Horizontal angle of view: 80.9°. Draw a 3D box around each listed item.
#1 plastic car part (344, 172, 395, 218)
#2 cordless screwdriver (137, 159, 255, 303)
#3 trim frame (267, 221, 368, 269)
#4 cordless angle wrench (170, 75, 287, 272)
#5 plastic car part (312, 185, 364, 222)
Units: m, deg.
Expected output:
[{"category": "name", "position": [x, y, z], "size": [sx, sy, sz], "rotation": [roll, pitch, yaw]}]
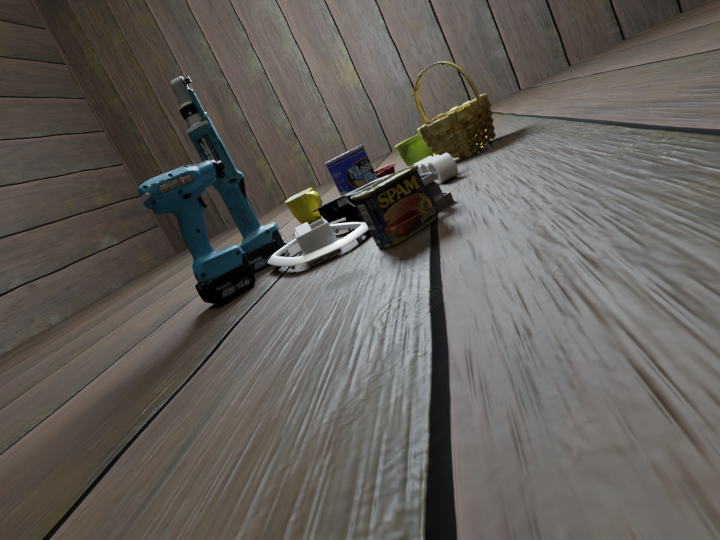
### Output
[{"category": "plastic car part", "position": [0.025, -0.134, 0.812], "size": [0.114, 0.069, 0.069], "rotation": [-37, 16, -36]}, {"category": "cordless screwdriver", "position": [-0.272, -0.074, 0.771], "size": [0.156, 0.244, 0.077], "rotation": [-34, 13, -34]}, {"category": "trim frame", "position": [-0.077, -0.050, 0.786], "size": [0.181, 0.027, 0.258], "rotation": [-33, 16, -24]}, {"category": "cordless angle wrench", "position": [-0.285, -0.201, 0.887], "size": [0.098, 0.416, 0.075], "rotation": [-26, 10, 2]}, {"category": "plastic car part", "position": [-0.037, -0.143, 0.951], "size": [0.065, 0.066, 0.211], "rotation": [-33, 16, -29]}]
